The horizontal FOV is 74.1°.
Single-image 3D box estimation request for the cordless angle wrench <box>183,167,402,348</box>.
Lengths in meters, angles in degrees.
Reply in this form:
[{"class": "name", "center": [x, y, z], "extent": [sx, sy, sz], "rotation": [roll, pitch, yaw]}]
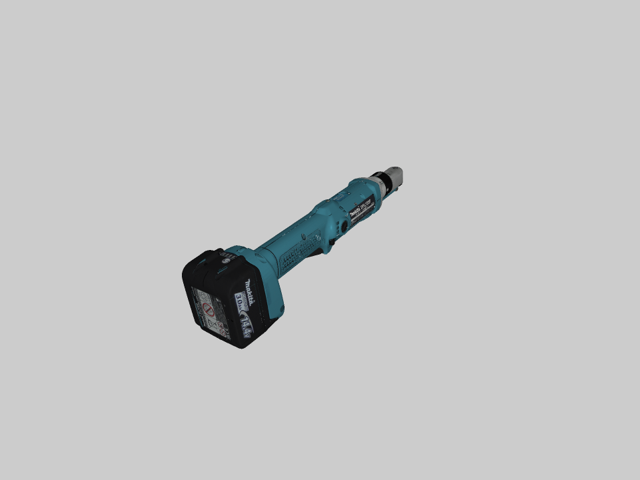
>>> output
[{"class": "cordless angle wrench", "center": [0.010, -0.021, 0.574], "extent": [0.074, 0.098, 0.421], "rotation": [16, 36, 33]}]
